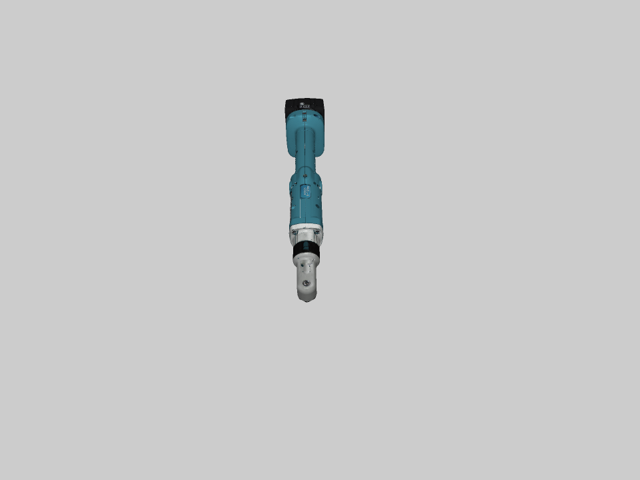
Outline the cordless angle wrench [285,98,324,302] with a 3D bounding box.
[{"bbox_3d":[-0.024,-0.086,0.709,0.074,0.421,0.098,-2,-40,-1],"label":"cordless angle wrench"}]
